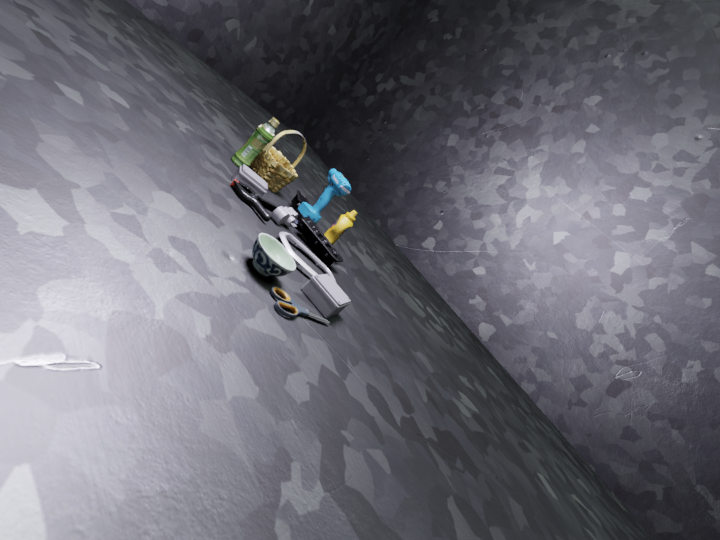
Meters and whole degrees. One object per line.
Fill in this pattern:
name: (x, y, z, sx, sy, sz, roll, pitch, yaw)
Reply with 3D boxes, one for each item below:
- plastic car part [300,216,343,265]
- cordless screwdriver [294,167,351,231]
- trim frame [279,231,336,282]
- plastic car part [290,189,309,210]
plastic car part: (-0.144, -0.094, 1.468, 0.205, 0.067, 0.065, 46, 13, 6)
cordless screwdriver: (-0.153, -0.263, 1.557, 0.070, 0.250, 0.167, 34, 18, -42)
trim frame: (-0.161, -0.030, 1.301, 0.241, 0.028, 0.189, 41, 13, -18)
plastic car part: (-0.246, -0.262, 1.671, 0.063, 0.071, 0.121, 38, 15, -30)
